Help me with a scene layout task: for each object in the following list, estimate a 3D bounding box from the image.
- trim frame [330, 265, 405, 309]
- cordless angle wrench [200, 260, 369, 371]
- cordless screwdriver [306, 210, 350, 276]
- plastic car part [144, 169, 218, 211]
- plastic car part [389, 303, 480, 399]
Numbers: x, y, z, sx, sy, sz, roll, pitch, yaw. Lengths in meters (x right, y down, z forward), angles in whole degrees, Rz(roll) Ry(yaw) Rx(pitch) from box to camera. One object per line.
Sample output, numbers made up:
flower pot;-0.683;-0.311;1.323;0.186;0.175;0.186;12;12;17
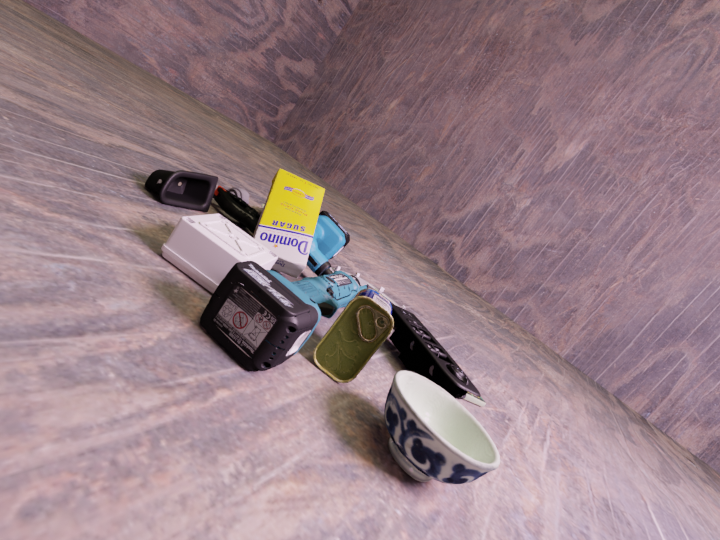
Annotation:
trim frame;0.018;0.052;0.875;0.235;0.027;0.195;23;17;-51
cordless angle wrench;-0.056;0.036;0.593;0.101;0.074;0.411;37;11;11
cordless screwdriver;-0.083;-0.054;0.849;0.162;0.075;0.242;47;13;9
plastic car part;-0.304;-0.141;0.701;0.074;0.066;0.112;23;10;22
plastic car part;0.097;0.130;0.652;0.063;0.067;0.214;36;5;-36
